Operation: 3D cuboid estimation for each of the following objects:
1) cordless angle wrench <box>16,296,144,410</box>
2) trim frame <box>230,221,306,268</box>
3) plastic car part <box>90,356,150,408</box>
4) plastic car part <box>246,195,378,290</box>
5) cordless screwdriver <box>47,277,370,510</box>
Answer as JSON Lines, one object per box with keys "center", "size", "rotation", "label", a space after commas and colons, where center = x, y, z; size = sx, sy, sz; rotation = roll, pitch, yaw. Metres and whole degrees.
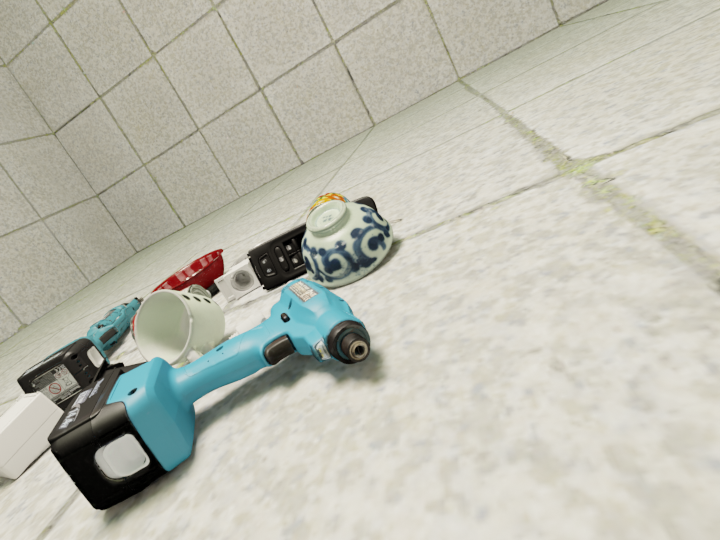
{"center": [-0.488, 0.122, 0.805], "size": [0.097, 0.072, 0.436], "rotation": [-31, 17, -7], "label": "cordless angle wrench"}
{"center": [-0.150, -0.046, 0.802], "size": [0.255, 0.027, 0.185], "rotation": [-22, 22, 26], "label": "trim frame"}
{"center": [-0.244, 0.137, 0.449], "size": [0.070, 0.064, 0.121], "rotation": [-19, 19, -15], "label": "plastic car part"}
{"center": [-0.061, -0.040, 0.621], "size": [0.206, 0.067, 0.065], "rotation": [-25, -8, 16], "label": "plastic car part"}
{"center": [-0.115, 0.092, 0.349], "size": [0.246, 0.072, 0.165], "rotation": [-31, 18, -14], "label": "cordless screwdriver"}
